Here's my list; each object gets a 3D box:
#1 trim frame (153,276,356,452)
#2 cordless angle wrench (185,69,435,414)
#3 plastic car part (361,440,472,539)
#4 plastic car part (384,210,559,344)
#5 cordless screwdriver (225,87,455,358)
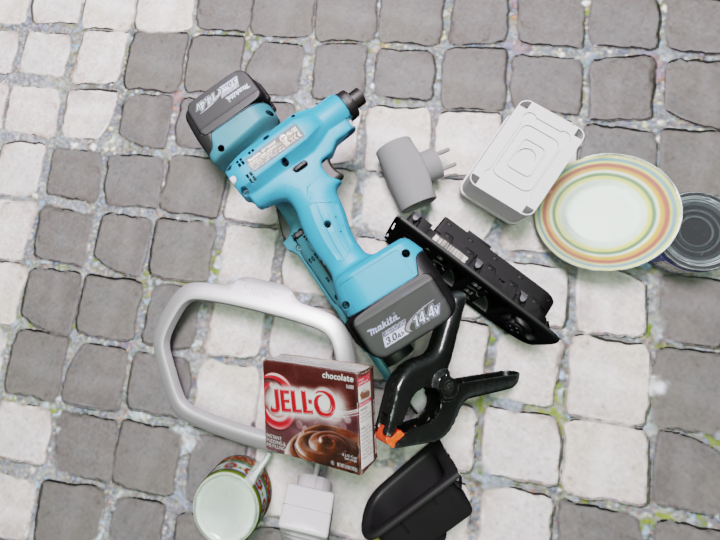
[{"bbox_3d":[-0.124,0.102,0.475,0.255,0.027,0.183,11,93,15],"label":"trim frame"},{"bbox_3d":[-0.047,-0.031,0.479,0.098,0.073,0.429,-35,82,1],"label":"cordless angle wrench"},{"bbox_3d":[0.065,0.246,0.435,0.116,0.067,0.070,-43,97,3],"label":"plastic car part"},{"bbox_3d":[0.124,0.002,0.461,0.207,0.066,0.066,42,63,11],"label":"plastic car part"},{"bbox_3d":[-0.002,-0.052,0.414,0.159,0.073,0.253,-37,81,0],"label":"cordless screwdriver"}]
